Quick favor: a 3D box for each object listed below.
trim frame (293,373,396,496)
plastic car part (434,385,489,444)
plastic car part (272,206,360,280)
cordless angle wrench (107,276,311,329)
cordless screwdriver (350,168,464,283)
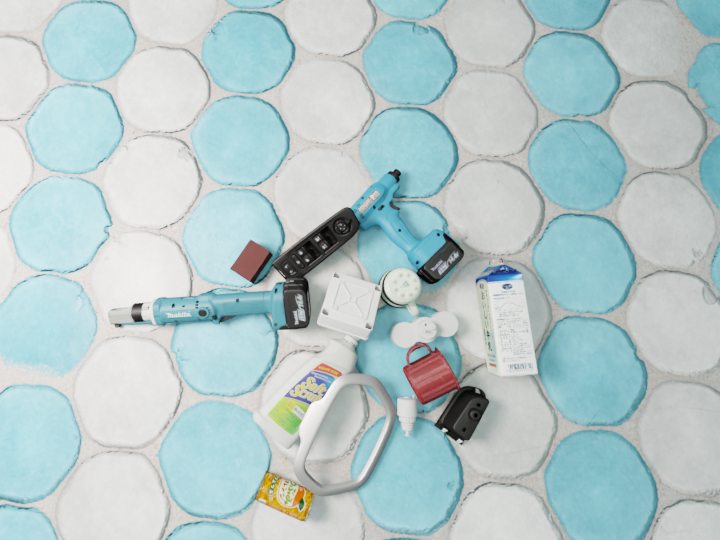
[{"bbox_3d":[-0.029,0.321,0.827,0.178,0.028,0.248,28,85,-18],"label":"trim frame"},{"bbox_3d":[0.213,0.287,0.840,0.066,0.071,0.116,35,84,1],"label":"plastic car part"},{"bbox_3d":[-0.087,-0.057,0.891,0.205,0.067,0.065,-36,99,15],"label":"plastic car part"},{"bbox_3d":[-0.316,0.079,0.874,0.425,0.075,0.096,-4,108,3],"label":"cordless angle wrench"},{"bbox_3d":[0.109,-0.097,0.910,0.254,0.073,0.159,40,82,10],"label":"cordless screwdriver"}]
